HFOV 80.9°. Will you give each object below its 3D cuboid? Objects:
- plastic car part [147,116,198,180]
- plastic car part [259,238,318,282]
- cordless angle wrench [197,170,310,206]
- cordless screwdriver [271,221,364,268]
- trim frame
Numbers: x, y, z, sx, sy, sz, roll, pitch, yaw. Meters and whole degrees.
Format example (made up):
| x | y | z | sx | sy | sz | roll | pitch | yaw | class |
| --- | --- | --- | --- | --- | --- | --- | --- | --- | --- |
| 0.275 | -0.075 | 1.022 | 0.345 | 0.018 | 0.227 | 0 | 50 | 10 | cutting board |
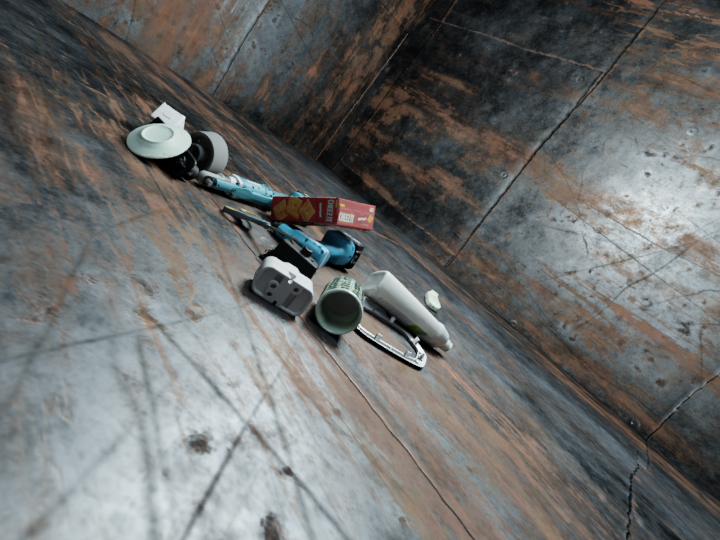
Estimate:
| x | y | z | sx | sy | sz | roll | pitch | yaw | class |
| --- | --- | --- | --- | --- | --- | --- | --- | --- | --- |
| -0.419 | -0.259 | 0.937 | 0.214 | 0.066 | 0.064 | 43 | -12 | 32 | plastic car part |
| -0.125 | -0.019 | 0.817 | 0.120 | 0.071 | 0.064 | 37 | 13 | 16 | plastic car part |
| -0.259 | -0.197 | 1.110 | 0.102 | 0.074 | 0.403 | 43 | 16 | 25 | cordless angle wrench |
| -0.103 | -0.067 | 1.050 | 0.166 | 0.074 | 0.239 | 34 | 15 | 22 | cordless screwdriver |
| 0.045 | 0.116 | 0.889 | 0.241 | 0.027 | 0.190 | 31 | 13 | -18 | trim frame |
